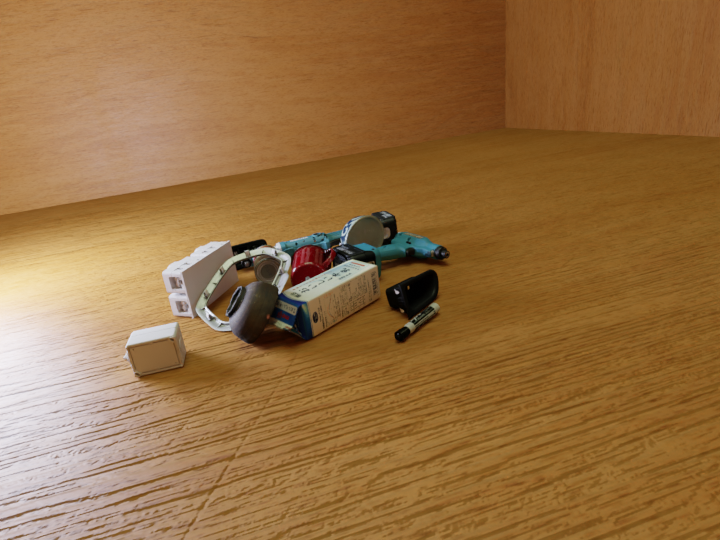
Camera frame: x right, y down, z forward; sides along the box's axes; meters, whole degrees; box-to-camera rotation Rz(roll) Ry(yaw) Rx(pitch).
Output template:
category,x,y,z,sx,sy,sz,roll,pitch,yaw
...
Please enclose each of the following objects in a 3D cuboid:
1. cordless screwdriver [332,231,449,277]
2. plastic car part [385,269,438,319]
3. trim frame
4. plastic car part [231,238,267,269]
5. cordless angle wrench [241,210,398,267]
category,x,y,z,sx,sy,sz,roll,pitch,yaw
cordless screwdriver,0.068,-0.031,0.966,0.240,0.073,0.168,-17,24,-31
plastic car part,0.093,0.040,0.812,0.074,0.065,0.113,-7,13,43
trim frame,-0.243,0.029,0.899,0.190,0.026,0.251,3,41,17
plastic car part,-0.342,-0.029,1.130,0.197,0.067,0.068,-21,-1,-25
cordless angle wrench,-0.111,-0.073,1.135,0.418,0.072,0.102,-15,22,-9
